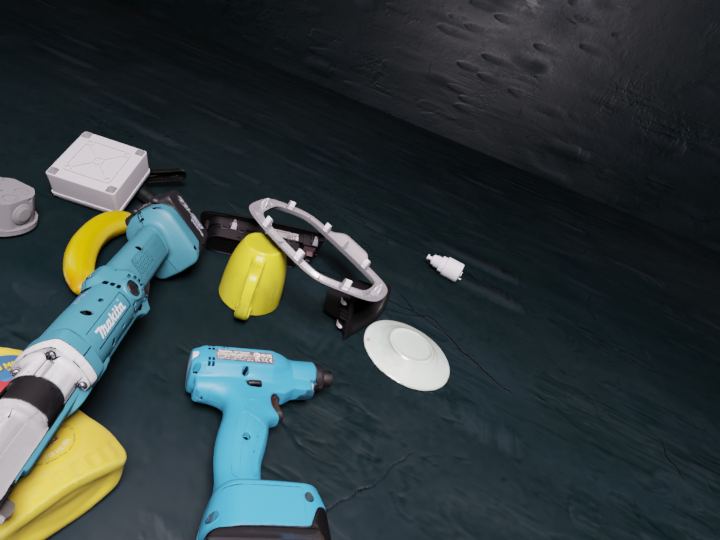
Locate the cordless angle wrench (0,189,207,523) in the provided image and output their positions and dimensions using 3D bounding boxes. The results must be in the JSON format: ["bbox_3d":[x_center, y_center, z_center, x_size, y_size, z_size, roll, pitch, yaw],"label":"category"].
[{"bbox_3d":[-0.243,0.030,0.417,0.075,0.094,0.436,-27,27,6],"label":"cordless angle wrench"}]

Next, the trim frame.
[{"bbox_3d":[-0.060,-0.040,0.618,0.262,0.027,0.175,42,21,31],"label":"trim frame"}]

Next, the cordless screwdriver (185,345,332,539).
[{"bbox_3d":[-0.076,0.167,0.376,0.154,0.073,0.260,8,28,-23],"label":"cordless screwdriver"}]

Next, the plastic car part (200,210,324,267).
[{"bbox_3d":[-0.164,-0.043,0.688,0.198,0.066,0.069,15,55,-13],"label":"plastic car part"}]

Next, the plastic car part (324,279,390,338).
[{"bbox_3d":[-0.012,0.045,0.639,0.074,0.065,0.112,21,22,27],"label":"plastic car part"}]
